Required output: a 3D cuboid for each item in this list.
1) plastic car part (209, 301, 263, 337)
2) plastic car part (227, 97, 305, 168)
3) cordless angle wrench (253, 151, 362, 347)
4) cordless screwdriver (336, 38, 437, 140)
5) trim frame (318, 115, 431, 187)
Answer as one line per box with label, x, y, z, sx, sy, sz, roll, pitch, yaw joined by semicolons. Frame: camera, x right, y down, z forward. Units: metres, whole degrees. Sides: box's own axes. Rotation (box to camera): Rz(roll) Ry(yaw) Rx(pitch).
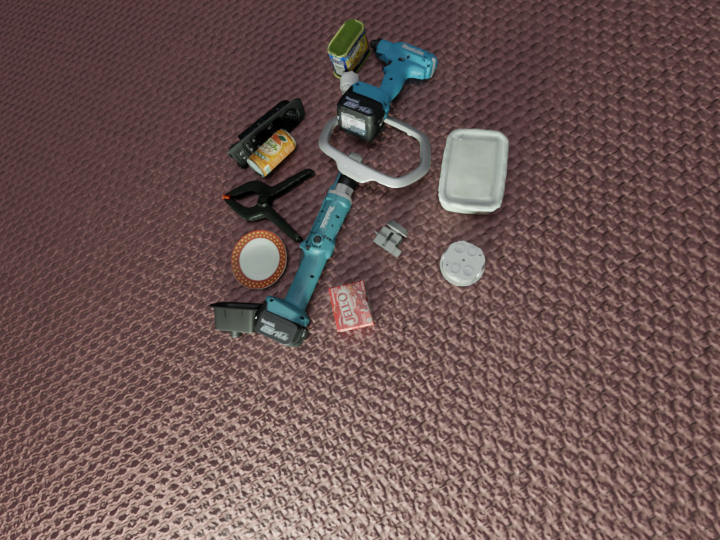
plastic car part;-0.253;0.102;0.876;0.120;0.064;0.071;-2;91;16
plastic car part;-0.216;-0.325;0.976;0.204;0.063;0.070;-35;47;5
cordless angle wrench;-0.085;-0.055;0.867;0.101;0.072;0.424;20;79;16
cordless screwdriver;0.035;-0.401;0.902;0.165;0.072;0.248;32;70;18
trim frame;0.030;-0.259;0.885;0.257;0.027;0.183;31;66;17
